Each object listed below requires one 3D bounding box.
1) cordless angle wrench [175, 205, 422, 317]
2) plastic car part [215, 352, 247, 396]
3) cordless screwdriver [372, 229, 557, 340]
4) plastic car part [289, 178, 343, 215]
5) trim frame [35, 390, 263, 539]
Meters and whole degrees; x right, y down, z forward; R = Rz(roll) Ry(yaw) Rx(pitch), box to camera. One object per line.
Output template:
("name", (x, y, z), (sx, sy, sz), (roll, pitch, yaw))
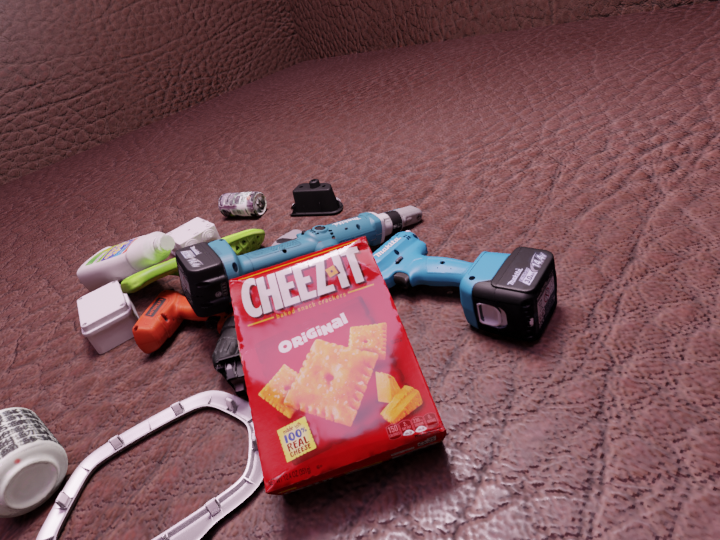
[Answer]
("cordless angle wrench", (-0.065, -0.042, 0.664), (0.410, 0.072, 0.104), (-19, 32, -28))
("plastic car part", (-0.061, 0.110, 0.492), (0.202, 0.063, 0.070), (-18, 42, -2))
("cordless screwdriver", (0.101, 0.020, 0.544), (0.263, 0.071, 0.156), (15, 45, 44))
("plastic car part", (-0.096, -0.158, 0.891), (0.122, 0.068, 0.066), (1, 37, 30))
("trim frame", (-0.210, 0.215, 0.436), (0.244, 0.026, 0.194), (-26, 35, -17))
